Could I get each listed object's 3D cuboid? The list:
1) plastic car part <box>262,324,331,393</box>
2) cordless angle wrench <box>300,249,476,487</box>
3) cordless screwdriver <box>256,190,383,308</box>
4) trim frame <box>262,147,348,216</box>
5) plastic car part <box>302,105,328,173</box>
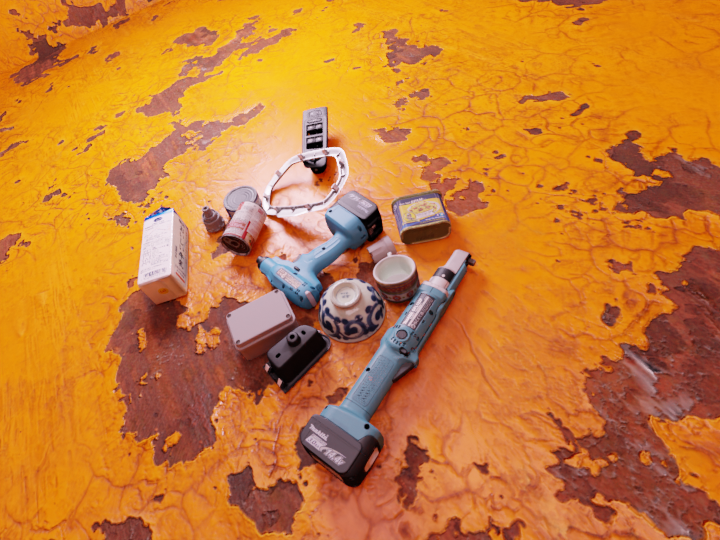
[{"bbox_3d":[-0.109,0.131,0.700,0.116,0.068,0.069,-43,56,-15],"label":"plastic car part"},{"bbox_3d":[0.068,0.116,0.665,0.103,0.071,0.420,23,60,28],"label":"cordless angle wrench"},{"bbox_3d":[-0.082,-0.053,0.836,0.168,0.071,0.247,32,71,33],"label":"cordless screwdriver"},{"bbox_3d":[-0.129,-0.194,0.936,0.261,0.026,0.186,3,66,38],"label":"trim frame"},{"bbox_3d":[-0.111,-0.316,1.048,0.067,0.065,0.209,-4,56,2],"label":"plastic car part"}]
